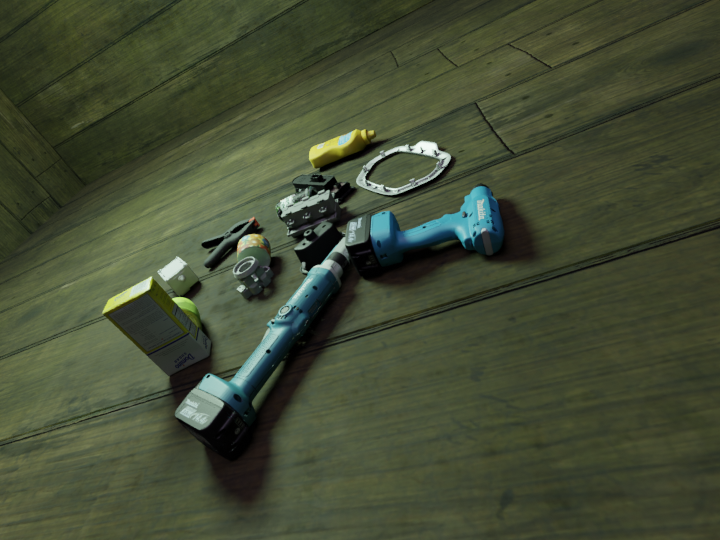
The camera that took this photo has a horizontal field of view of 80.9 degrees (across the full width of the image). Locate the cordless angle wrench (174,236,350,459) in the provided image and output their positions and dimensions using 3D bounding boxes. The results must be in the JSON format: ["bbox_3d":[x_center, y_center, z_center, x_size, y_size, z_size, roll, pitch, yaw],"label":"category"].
[{"bbox_3d":[-0.112,0.083,0.683,0.103,0.071,0.421,2,44,39],"label":"cordless angle wrench"}]

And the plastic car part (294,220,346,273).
[{"bbox_3d":[-0.081,-0.053,0.829,0.115,0.068,0.069,-41,32,-20],"label":"plastic car part"}]

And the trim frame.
[{"bbox_3d":[0.091,-0.239,0.973,0.183,0.026,0.262,-38,33,-11],"label":"trim frame"}]

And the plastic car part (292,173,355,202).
[{"bbox_3d":[-0.111,-0.210,1.066,0.214,0.064,0.066,13,59,49],"label":"plastic car part"}]

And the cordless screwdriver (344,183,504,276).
[{"bbox_3d":[0.104,-0.076,0.715,0.256,0.071,0.162,-10,38,22],"label":"cordless screwdriver"}]
